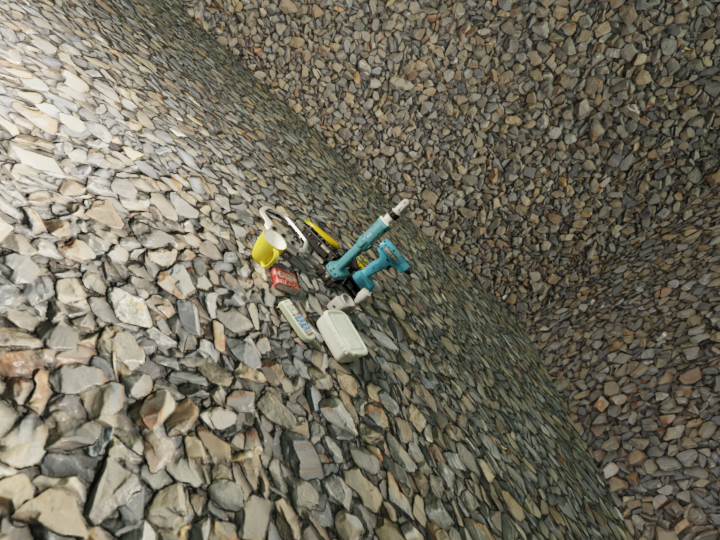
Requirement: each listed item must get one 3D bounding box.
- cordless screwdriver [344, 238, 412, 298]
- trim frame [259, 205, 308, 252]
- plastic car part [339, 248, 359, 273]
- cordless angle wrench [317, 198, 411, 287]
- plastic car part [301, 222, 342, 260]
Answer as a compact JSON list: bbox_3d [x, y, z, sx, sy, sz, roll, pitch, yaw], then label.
[{"bbox_3d":[0.067,0.017,1.609,0.162,0.251,0.072,50,22,10],"label":"cordless screwdriver"},{"bbox_3d":[-0.288,-0.155,1.599,0.256,0.028,0.177,50,21,15],"label":"trim frame"},{"bbox_3d":[-0.057,-0.026,1.718,0.063,0.071,0.121,32,24,-30],"label":"plastic car part"},{"bbox_3d":[0.018,-0.099,1.493,0.077,0.426,0.094,54,23,18],"label":"cordless angle wrench"},{"bbox_3d":[-0.164,-0.107,1.680,0.208,0.067,0.064,49,21,12],"label":"plastic car part"}]
